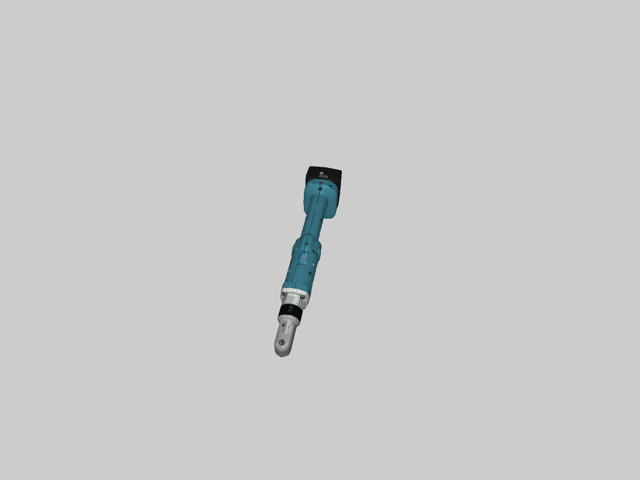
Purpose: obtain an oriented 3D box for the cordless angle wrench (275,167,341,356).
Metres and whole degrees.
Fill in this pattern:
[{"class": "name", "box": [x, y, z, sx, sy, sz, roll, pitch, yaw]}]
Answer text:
[{"class": "cordless angle wrench", "box": [-0.027, 0.024, 0.818, 0.074, 0.421, 0.098, 9, -40, 6]}]
